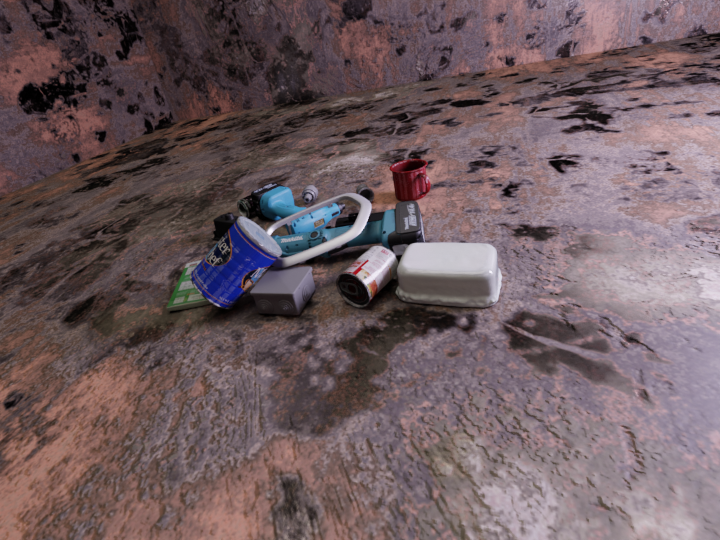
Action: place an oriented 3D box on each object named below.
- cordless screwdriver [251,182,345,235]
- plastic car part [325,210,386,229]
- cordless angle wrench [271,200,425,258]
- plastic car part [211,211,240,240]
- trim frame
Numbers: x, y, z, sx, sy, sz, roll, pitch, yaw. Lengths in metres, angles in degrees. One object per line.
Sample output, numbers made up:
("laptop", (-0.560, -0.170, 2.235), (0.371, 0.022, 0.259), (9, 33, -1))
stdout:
("cordless screwdriver", (-0.167, -0.164, 1.091), (0.156, 0.072, 0.263), (-29, 38, -27))
("plastic car part", (0.012, -0.096, 0.921), (0.207, 0.065, 0.067), (-3, 23, 11))
("cordless angle wrench", (-0.086, -0.056, 0.876), (0.434, 0.070, 0.100), (-8, 51, 17))
("plastic car part", (-0.328, -0.113, 1.069), (0.123, 0.068, 0.065), (9, 37, 38))
("trim frame", (-0.094, -0.083, 0.843), (0.250, 0.026, 0.192), (-25, 40, 5))
